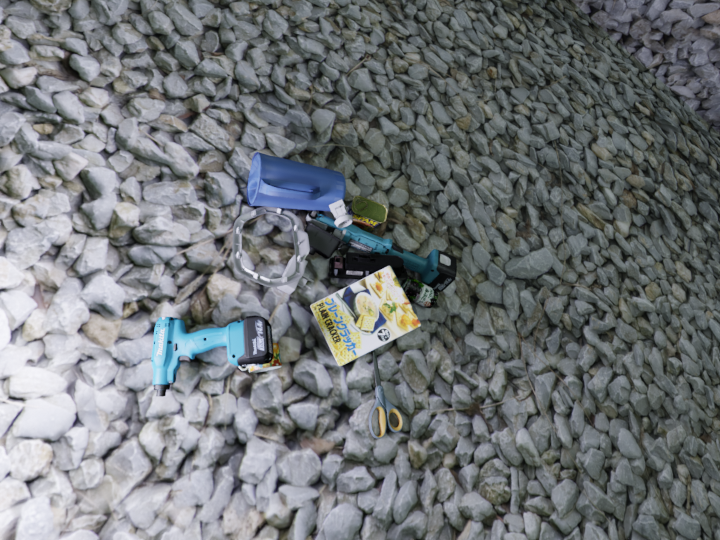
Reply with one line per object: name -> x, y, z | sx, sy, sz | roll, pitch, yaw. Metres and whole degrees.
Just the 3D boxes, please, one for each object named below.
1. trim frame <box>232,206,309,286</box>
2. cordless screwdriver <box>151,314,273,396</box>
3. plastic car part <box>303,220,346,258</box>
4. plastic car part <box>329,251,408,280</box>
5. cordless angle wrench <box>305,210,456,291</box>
trim frame -> -0.218, -0.066, 1.028 | 0.180, 0.027, 0.258 | 0, 51, -14
cordless screwdriver -> -0.307, 0.173, 0.870 | 0.250, 0.072, 0.163 | -3, 70, 3
plastic car part -> -0.107, -0.070, 1.094 | 0.115, 0.066, 0.071 | 28, 77, -6
plastic car part -> 0.024, -0.016, 1.081 | 0.202, 0.065, 0.068 | 6, 43, -3
cordless angle wrench -> 0.051, -0.064, 1.135 | 0.418, 0.097, 0.075 | 22, 49, -6
